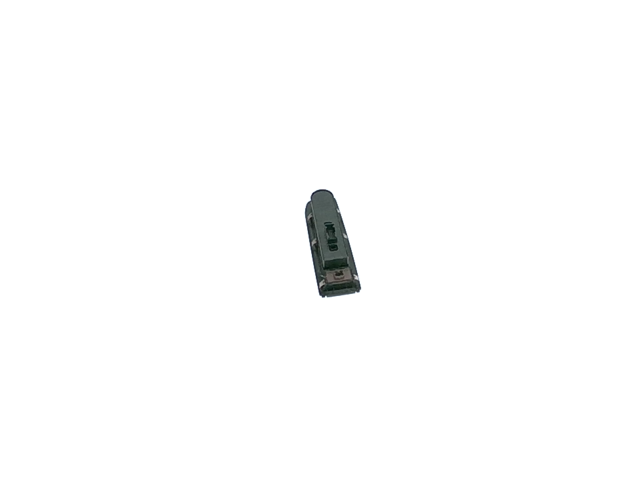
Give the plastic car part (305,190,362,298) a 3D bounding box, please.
[{"bbox_3d":[0.013,-0.008,0.697,0.066,0.202,0.067,-13,-39,2],"label":"plastic car part"}]
